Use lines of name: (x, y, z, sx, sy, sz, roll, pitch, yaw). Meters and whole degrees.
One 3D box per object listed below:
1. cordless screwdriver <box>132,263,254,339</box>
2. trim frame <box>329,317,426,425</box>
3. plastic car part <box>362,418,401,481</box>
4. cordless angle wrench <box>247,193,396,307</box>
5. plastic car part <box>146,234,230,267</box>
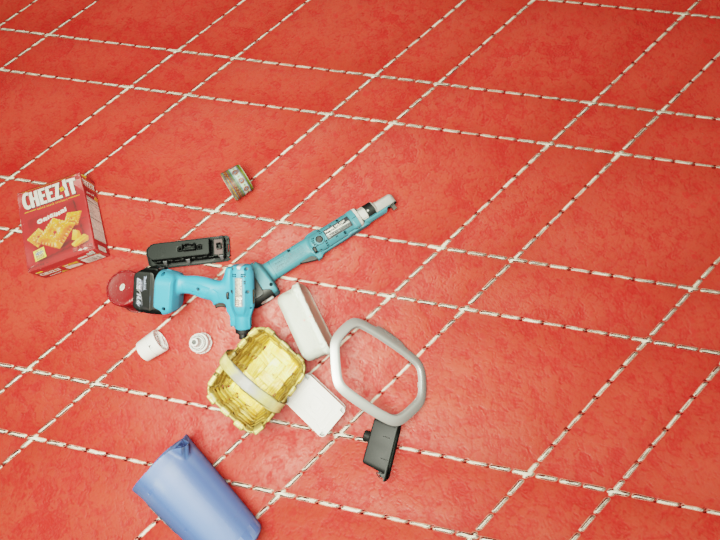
cordless screwdriver: (-0.347, 0.064, 0.895, 0.251, 0.074, 0.158, 1, 96, 5)
trim frame: (0.039, 0.206, 0.878, 0.244, 0.028, 0.185, 33, 56, -10)
plastic car part: (0.039, 0.359, 0.871, 0.073, 0.063, 0.118, 9, 72, 17)
cordless angle wrench: (-0.096, -0.063, 0.985, 0.420, 0.073, 0.100, -33, 79, -9)
plastic car part: (-0.415, -0.044, 1.000, 0.204, 0.066, 0.067, -7, 83, 3)
